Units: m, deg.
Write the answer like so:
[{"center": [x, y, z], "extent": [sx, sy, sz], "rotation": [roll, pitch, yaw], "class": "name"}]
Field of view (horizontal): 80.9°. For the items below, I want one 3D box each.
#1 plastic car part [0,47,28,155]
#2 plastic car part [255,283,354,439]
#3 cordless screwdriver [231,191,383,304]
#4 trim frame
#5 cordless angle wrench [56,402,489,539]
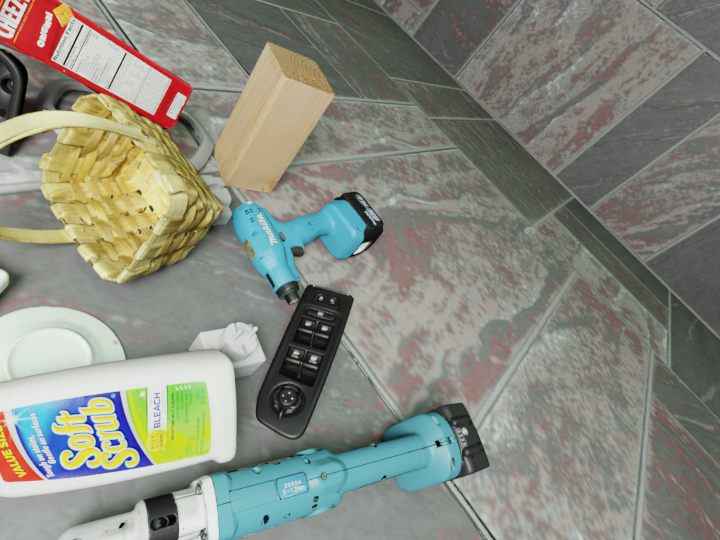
[{"center": [-0.418, -0.204, 0.490], "extent": [0.063, 0.116, 0.074], "rotation": [21, 18, -25], "class": "plastic car part"}, {"center": [-0.067, 0.106, 0.501], "extent": [0.067, 0.066, 0.205], "rotation": [19, 40, 0], "class": "plastic car part"}, {"center": [-0.064, -0.042, 0.656], "extent": [0.239, 0.075, 0.165], "rotation": [-15, 64, -44], "class": "cordless screwdriver"}, {"center": [-0.339, -0.217, 0.634], "extent": [0.237, 0.028, 0.192], "rotation": [0, 53, -39], "class": "trim frame"}, {"center": [-0.047, 0.203, 0.405], "extent": [0.403, 0.099, 0.077], "rotation": [3, 56, -35], "class": "cordless angle wrench"}]
